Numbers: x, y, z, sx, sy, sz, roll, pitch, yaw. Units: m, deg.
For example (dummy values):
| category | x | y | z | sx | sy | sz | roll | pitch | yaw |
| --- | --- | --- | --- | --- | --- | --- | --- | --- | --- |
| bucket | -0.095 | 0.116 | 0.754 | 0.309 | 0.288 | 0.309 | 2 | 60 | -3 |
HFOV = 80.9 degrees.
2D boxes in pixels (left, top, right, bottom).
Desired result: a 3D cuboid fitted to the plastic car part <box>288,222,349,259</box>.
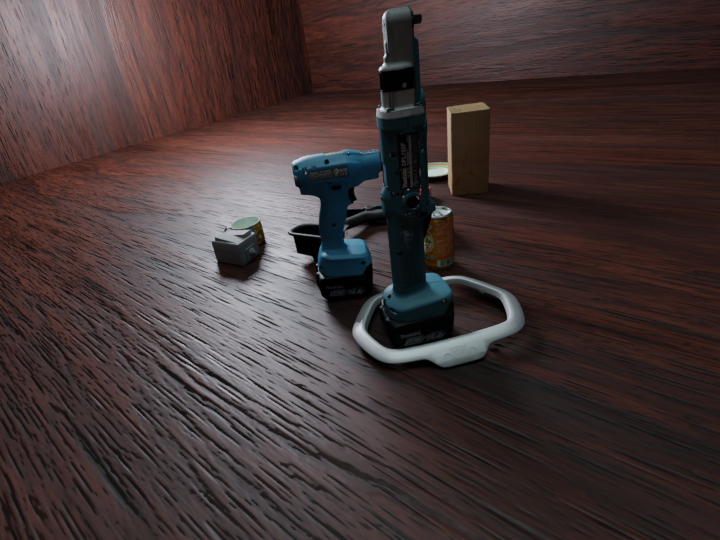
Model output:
| category | x | y | z | sx | sy | sz | roll | pitch | yaw |
| --- | --- | --- | --- | --- | --- | --- | --- | --- | --- |
| plastic car part | -0.084 | -0.055 | 0.862 | 0.121 | 0.069 | 0.065 | 4 | 30 | 23 |

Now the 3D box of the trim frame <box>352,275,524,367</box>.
| category | x | y | z | sx | sy | sz | roll | pitch | yaw |
| --- | --- | --- | --- | --- | --- | --- | --- | --- | --- |
| trim frame | 0.110 | 0.069 | 0.625 | 0.247 | 0.027 | 0.192 | -13 | 29 | -6 |

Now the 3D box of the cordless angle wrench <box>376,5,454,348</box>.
| category | x | y | z | sx | sy | sz | roll | pitch | yaw |
| --- | --- | --- | --- | --- | --- | --- | --- | --- | --- |
| cordless angle wrench | 0.059 | -0.093 | 0.535 | 0.097 | 0.410 | 0.077 | -11 | 27 | -7 |

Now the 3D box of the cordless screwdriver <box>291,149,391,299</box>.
| category | x | y | z | sx | sy | sz | roll | pitch | yaw |
| --- | --- | --- | --- | --- | --- | --- | --- | --- | --- |
| cordless screwdriver | -0.015 | -0.077 | 0.702 | 0.160 | 0.241 | 0.076 | -8 | 27 | 1 |
